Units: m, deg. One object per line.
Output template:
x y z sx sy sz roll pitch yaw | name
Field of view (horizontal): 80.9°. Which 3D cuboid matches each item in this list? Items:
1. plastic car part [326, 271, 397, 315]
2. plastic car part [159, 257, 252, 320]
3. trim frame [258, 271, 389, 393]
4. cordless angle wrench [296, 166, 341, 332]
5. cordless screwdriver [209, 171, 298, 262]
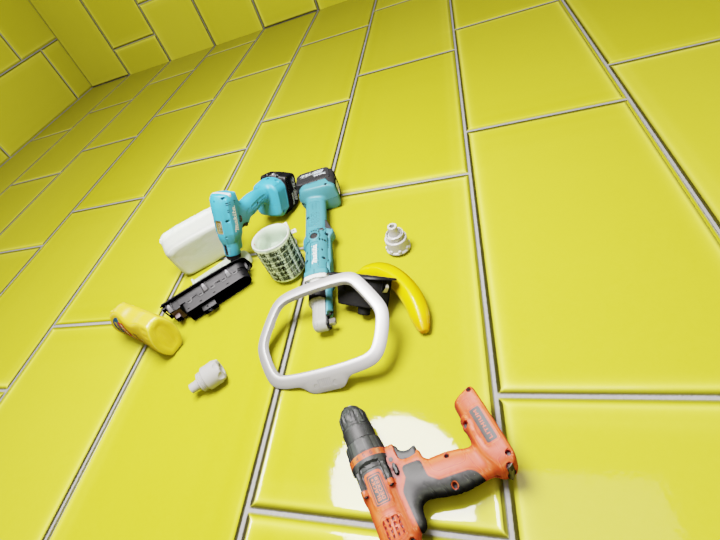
0.002 0.040 0.731 0.123 0.063 0.071 9 95 42 | plastic car part
-0.309 0.045 0.881 0.201 0.063 0.071 -37 54 -12 | plastic car part
-0.067 0.102 0.694 0.254 0.026 0.190 -20 59 20 | trim frame
-0.085 -0.056 0.870 0.099 0.071 0.438 -16 46 10 | cordless angle wrench
-0.236 -0.130 0.963 0.077 0.155 0.245 7 29 25 | cordless screwdriver
